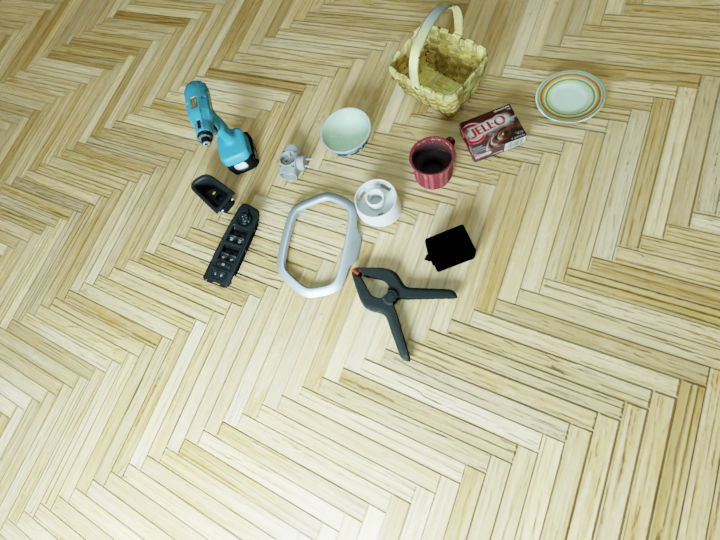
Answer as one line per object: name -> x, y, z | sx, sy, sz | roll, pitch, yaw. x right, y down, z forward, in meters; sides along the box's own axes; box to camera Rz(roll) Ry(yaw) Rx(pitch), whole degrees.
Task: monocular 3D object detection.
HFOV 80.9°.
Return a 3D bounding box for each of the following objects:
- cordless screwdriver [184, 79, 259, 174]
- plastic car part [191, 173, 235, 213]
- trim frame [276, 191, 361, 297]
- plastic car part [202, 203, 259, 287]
cordless screwdriver -> -0.316, -0.301, 0.977 | 0.075, 0.239, 0.164 | -20, 70, 6
plastic car part -> -0.354, -0.184, 1.042 | 0.122, 0.068, 0.066 | 38, 85, 23
trim frame -> -0.092, -0.060, 0.945 | 0.190, 0.026, 0.251 | 6, 74, 18
plastic car part -> -0.285, -0.056, 0.979 | 0.069, 0.064, 0.204 | 15, 77, 18
